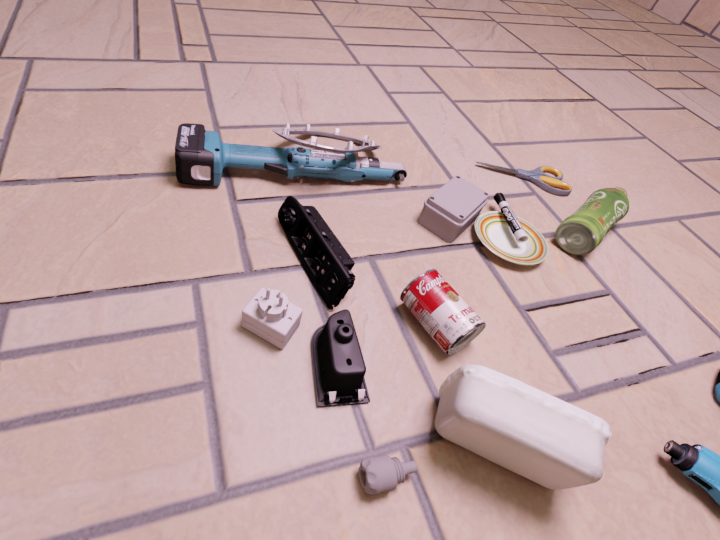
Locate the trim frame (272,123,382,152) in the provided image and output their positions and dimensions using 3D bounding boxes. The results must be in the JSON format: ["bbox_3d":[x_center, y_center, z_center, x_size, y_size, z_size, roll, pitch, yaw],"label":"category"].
[{"bbox_3d":[-0.056,-0.253,0.807,0.192,0.027,0.241,23,24,22],"label":"trim frame"}]

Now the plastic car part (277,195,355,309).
[{"bbox_3d":[-0.063,-0.042,0.649,0.064,0.066,0.213,-13,52,-36],"label":"plastic car part"}]

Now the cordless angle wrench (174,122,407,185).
[{"bbox_3d":[-0.115,-0.198,0.776,0.414,0.073,0.102,1,49,-14],"label":"cordless angle wrench"}]

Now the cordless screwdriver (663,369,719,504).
[{"bbox_3d":[0.494,0.200,0.540,0.165,0.073,0.245,34,55,18],"label":"cordless screwdriver"}]

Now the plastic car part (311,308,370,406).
[{"bbox_3d":[-0.024,0.099,0.526,0.064,0.070,0.121,0,52,-16],"label":"plastic car part"}]
